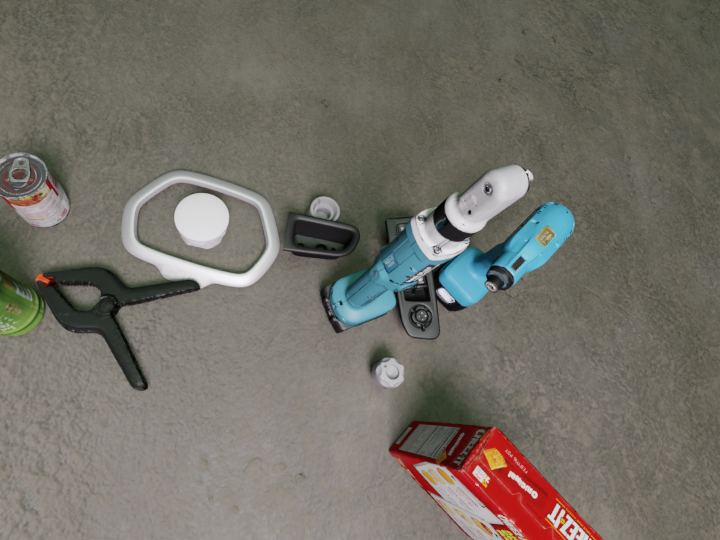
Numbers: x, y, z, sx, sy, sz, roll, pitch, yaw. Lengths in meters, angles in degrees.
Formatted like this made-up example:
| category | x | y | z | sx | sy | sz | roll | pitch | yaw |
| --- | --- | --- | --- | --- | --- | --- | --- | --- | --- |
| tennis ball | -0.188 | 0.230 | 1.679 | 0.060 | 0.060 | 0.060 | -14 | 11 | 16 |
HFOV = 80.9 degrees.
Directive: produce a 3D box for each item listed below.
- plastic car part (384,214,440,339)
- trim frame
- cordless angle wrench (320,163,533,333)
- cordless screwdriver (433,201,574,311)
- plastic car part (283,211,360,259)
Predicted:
| category | x | y | z | sx | sy | sz | roll | pitch | yaw |
| --- | --- | --- | --- | --- | --- | --- | --- | --- | --- |
| plastic car part | 0.079 | 0.014 | 0.694 | 0.065 | 0.067 | 0.208 | -3 | 70 | -17 |
| trim frame | -0.249 | -0.065 | 0.670 | 0.245 | 0.027 | 0.186 | 17 | 66 | -6 |
| cordless angle wrench | 0.045 | -0.005 | 0.498 | 0.095 | 0.424 | 0.076 | -18 | 79 | -22 |
| cordless screwdriver | 0.179 | 0.003 | 0.622 | 0.157 | 0.249 | 0.075 | -40 | 88 | -24 |
| plastic car part | -0.066 | -0.043 | 0.680 | 0.114 | 0.071 | 0.067 | 10 | 69 | -11 |
